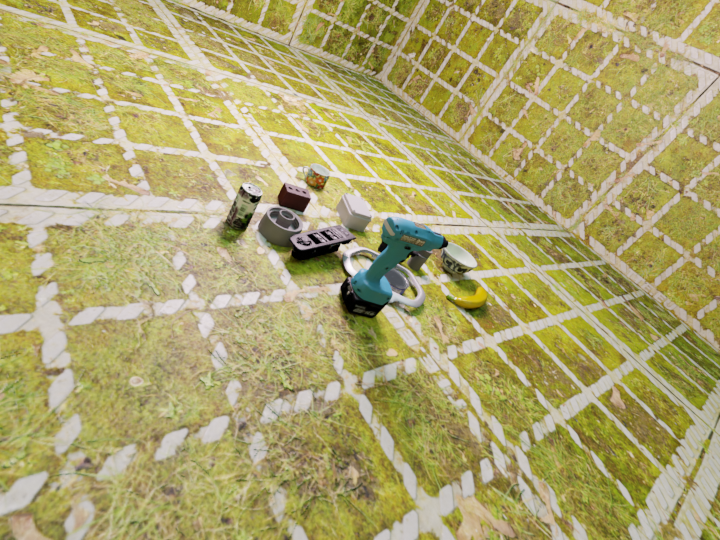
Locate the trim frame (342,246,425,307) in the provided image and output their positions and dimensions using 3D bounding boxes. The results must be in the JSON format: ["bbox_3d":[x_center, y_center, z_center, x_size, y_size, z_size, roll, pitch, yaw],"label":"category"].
[{"bbox_3d":[0.061,0.015,1.117,0.246,0.027,0.186,28,31,-5],"label":"trim frame"}]

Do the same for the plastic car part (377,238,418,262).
[{"bbox_3d":[0.097,-0.062,1.219,0.113,0.071,0.068,20,33,-19],"label":"plastic car part"}]

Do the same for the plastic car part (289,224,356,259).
[{"bbox_3d":[-0.103,-0.068,1.056,0.069,0.067,0.195,46,34,22],"label":"plastic car part"}]

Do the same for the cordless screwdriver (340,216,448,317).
[{"bbox_3d":[0.071,-0.003,0.934,0.152,0.248,0.078,15,36,-29],"label":"cordless screwdriver"}]
